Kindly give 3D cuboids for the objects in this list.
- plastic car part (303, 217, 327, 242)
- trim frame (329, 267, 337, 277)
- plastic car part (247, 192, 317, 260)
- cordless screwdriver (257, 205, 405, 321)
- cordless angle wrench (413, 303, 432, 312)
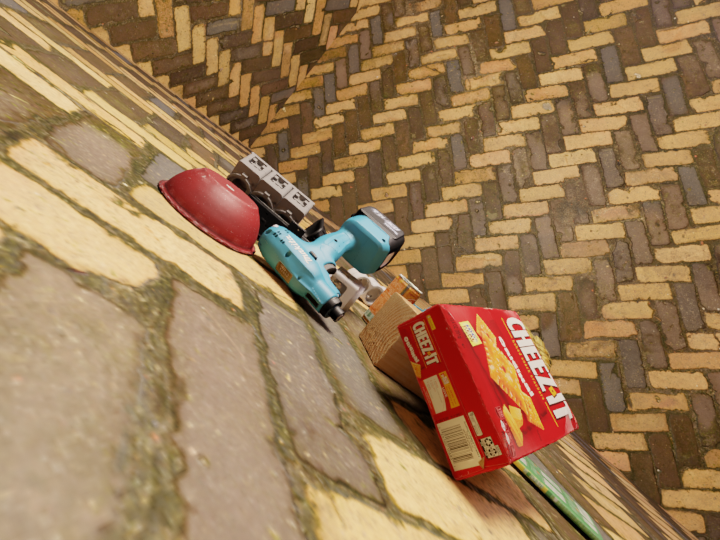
[{"bbox_3d":[-0.082,-0.053,0.836,0.069,0.066,0.119,53,5,-17],"label":"plastic car part"},{"bbox_3d":[-0.121,-0.047,0.892,0.174,0.027,0.263,36,8,-46],"label":"trim frame"},{"bbox_3d":[-0.139,-0.062,0.722,0.202,0.067,0.066,37,13,-2],"label":"plastic car part"},{"bbox_3d":[-0.020,-0.017,0.644,0.166,0.074,0.240,45,37,21],"label":"cordless screwdriver"},{"bbox_3d":[0.140,0.122,1.017,0.074,0.098,0.422,40,1,-2],"label":"cordless angle wrench"}]
